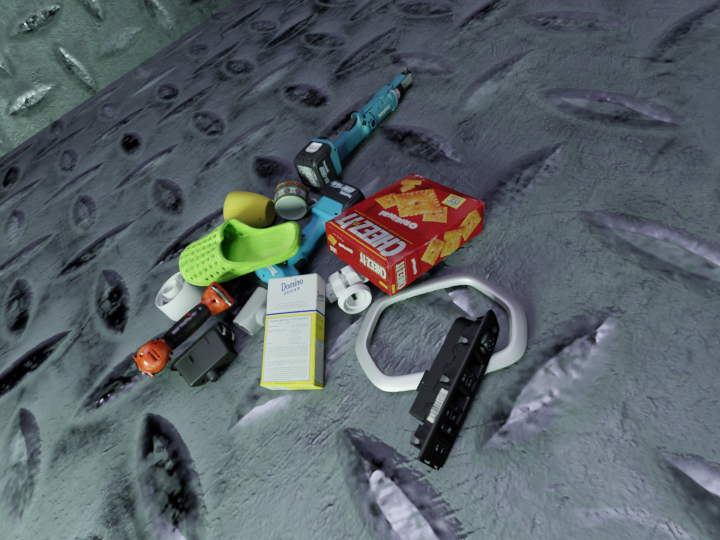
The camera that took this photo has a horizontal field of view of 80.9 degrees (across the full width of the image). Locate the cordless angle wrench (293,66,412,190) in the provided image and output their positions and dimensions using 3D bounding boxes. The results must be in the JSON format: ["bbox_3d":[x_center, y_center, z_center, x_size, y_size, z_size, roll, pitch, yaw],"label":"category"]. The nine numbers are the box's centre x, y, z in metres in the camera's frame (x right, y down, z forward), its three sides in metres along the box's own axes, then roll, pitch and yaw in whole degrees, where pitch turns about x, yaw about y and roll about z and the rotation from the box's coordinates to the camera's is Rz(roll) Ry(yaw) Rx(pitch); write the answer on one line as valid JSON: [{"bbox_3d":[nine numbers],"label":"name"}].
[{"bbox_3d":[0.008,-0.352,1.003,0.078,0.093,0.420,20,60,36],"label":"cordless angle wrench"}]

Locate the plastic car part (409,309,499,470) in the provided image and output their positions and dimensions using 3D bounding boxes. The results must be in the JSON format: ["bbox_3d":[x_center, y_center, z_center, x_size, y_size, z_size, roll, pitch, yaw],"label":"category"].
[{"bbox_3d":[0.116,0.140,0.537,0.071,0.063,0.203,17,70,52],"label":"plastic car part"}]

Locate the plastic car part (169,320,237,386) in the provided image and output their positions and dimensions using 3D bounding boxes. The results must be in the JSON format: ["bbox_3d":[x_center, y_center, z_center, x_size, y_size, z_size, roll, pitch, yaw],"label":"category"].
[{"bbox_3d":[-0.261,0.156,0.731,0.116,0.063,0.074,-45,62,-10],"label":"plastic car part"}]

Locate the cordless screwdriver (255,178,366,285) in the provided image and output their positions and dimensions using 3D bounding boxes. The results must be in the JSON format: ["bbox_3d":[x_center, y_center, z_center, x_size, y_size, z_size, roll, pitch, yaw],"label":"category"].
[{"bbox_3d":[-0.078,-0.051,0.801,0.248,0.070,0.168,-46,50,-10],"label":"cordless screwdriver"}]

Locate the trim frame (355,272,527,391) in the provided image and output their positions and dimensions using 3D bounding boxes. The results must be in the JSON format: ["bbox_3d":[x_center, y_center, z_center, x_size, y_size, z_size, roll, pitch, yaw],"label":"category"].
[{"bbox_3d":[0.111,0.090,0.621,0.252,0.026,0.191,-17,47,10],"label":"trim frame"}]
